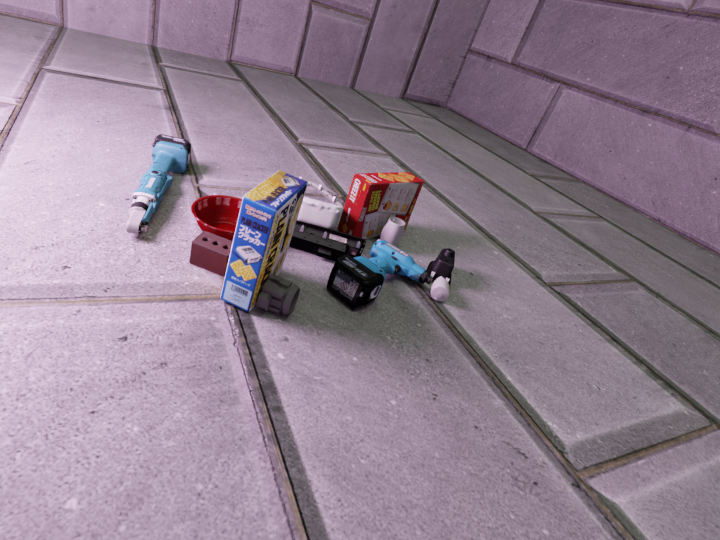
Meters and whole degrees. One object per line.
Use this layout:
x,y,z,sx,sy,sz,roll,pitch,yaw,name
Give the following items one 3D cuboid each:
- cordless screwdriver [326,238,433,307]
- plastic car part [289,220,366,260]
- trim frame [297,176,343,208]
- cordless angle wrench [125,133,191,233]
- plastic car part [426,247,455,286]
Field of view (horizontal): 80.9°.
0.050,0.010,0.919,0.166,0.073,0.241,32,30,21,cordless screwdriver
-0.096,-0.063,0.979,0.204,0.065,0.068,20,56,1,plastic car part
-0.157,-0.219,1.222,0.177,0.027,0.262,-11,43,-37,trim frame
-0.486,-0.209,1.003,0.095,0.073,0.440,8,34,-17,cordless angle wrench
0.207,-0.018,1.043,0.067,0.070,0.116,24,34,6,plastic car part
